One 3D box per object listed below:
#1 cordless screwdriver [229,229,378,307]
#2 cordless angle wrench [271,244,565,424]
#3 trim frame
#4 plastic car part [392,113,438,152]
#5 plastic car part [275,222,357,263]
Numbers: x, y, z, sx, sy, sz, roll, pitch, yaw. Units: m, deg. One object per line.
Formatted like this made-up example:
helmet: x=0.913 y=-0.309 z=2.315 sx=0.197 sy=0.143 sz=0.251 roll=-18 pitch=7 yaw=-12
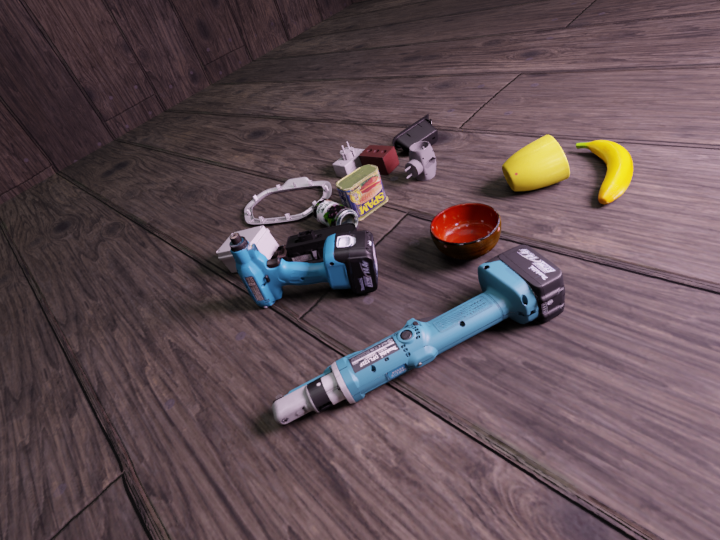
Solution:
cordless screwdriver: x=-0.099 y=-0.018 z=0.737 sx=0.254 sy=0.152 sz=0.076 roll=-9 pitch=38 yaw=14
cordless angle wrench: x=0.070 y=0.103 z=0.581 sx=0.422 sy=0.071 sz=0.103 roll=-28 pitch=38 yaw=-2
trim frame: x=-0.190 y=-0.179 z=1.075 sx=0.258 sy=0.026 sz=0.186 roll=-4 pitch=41 yaw=25
plastic car part: x=0.147 y=-0.326 z=1.056 sx=0.115 sy=0.063 sz=0.075 roll=-36 pitch=53 yaw=-12
plastic car part: x=-0.083 y=-0.054 z=0.851 sx=0.207 sy=0.064 sz=0.067 roll=-8 pitch=32 yaw=15
